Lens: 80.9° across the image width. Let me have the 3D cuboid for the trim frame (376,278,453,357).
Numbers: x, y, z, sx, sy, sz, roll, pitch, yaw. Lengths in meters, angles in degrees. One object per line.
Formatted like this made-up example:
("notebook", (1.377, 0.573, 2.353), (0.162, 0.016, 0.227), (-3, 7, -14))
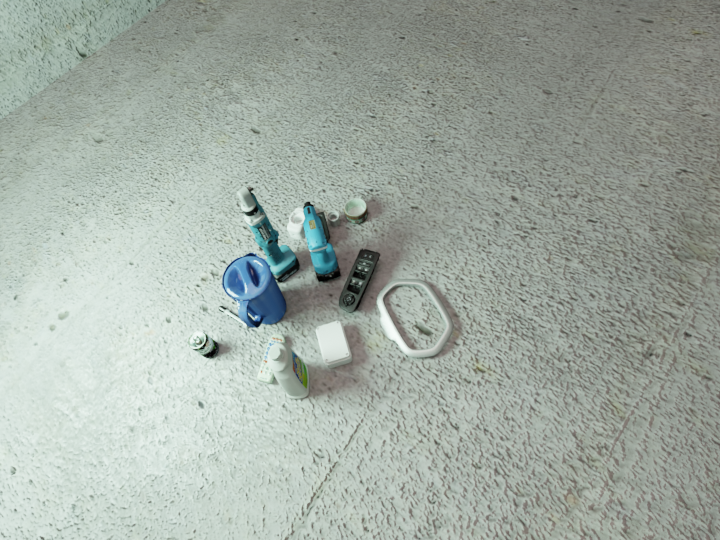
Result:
("trim frame", (0.149, 0.129, 1.202), (0.183, 0.026, 0.260), (-26, 60, -4))

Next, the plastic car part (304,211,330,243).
("plastic car part", (-0.132, -0.121, 1.369), (0.066, 0.068, 0.121), (-18, 60, -1))

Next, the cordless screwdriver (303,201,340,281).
("cordless screwdriver", (-0.122, -0.080, 1.246), (0.074, 0.239, 0.165), (-15, 61, -2))

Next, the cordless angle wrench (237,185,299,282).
("cordless angle wrench", (-0.265, -0.097, 1.186), (0.097, 0.407, 0.078), (-37, 65, -13))

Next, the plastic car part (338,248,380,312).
("plastic car part", (-0.005, 0.036, 1.260), (0.069, 0.064, 0.204), (18, 66, 17))
